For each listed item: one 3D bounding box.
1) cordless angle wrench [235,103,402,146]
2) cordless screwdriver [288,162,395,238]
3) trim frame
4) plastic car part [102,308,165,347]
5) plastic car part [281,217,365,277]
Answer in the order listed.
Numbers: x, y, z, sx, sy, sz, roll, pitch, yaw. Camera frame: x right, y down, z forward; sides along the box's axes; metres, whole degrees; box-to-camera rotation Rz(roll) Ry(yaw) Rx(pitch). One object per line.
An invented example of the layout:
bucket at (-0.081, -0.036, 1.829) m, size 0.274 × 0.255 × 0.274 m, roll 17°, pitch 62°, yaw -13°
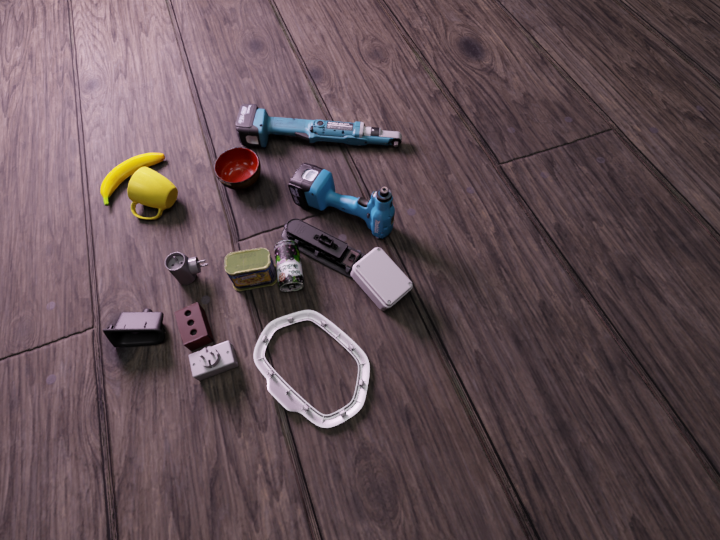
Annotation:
cordless angle wrench at (-0.106, -0.361, 1.096) m, size 0.426 × 0.072 × 0.100 m, roll 6°, pitch 64°, yaw 4°
cordless screwdriver at (-0.040, -0.168, 0.940) m, size 0.257 × 0.154 × 0.074 m, roll 26°, pitch 66°, yaw 17°
trim frame at (-0.097, 0.185, 0.832) m, size 0.258 × 0.027 × 0.183 m, roll 39°, pitch 72°, yaw 19°
plastic car part at (-0.458, 0.114, 0.880) m, size 0.116 × 0.064 × 0.073 m, roll -5°, pitch 49°, yaw -4°
plastic car part at (-0.092, -0.060, 0.943) m, size 0.210 × 0.064 × 0.066 m, roll 26°, pitch 75°, yaw 19°
